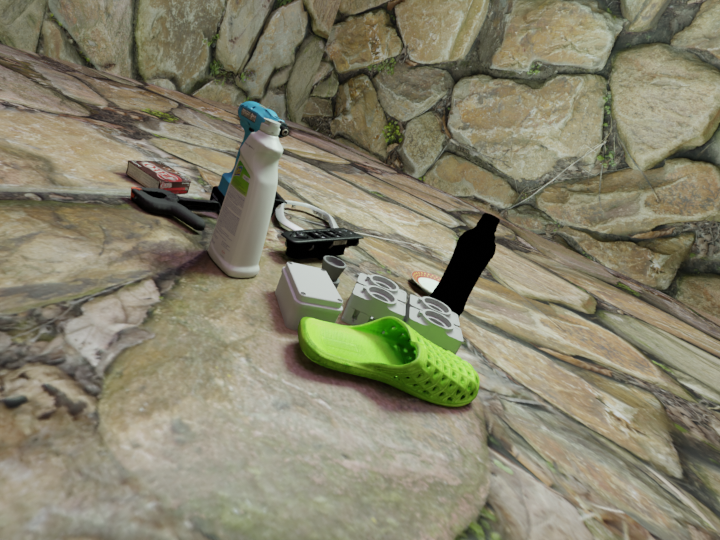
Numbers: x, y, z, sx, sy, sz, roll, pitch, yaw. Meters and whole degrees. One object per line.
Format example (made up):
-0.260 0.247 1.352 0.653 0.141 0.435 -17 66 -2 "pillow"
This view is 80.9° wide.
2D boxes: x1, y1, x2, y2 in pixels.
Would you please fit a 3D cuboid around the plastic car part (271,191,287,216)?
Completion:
-0.234 -0.163 1.005 0.063 0.070 0.123 7 24 -37 "plastic car part"

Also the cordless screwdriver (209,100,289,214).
-0.232 -0.221 0.897 0.071 0.247 0.168 3 28 -46 "cordless screwdriver"

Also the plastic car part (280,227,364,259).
-0.086 -0.057 0.884 0.070 0.066 0.193 36 25 34 "plastic car part"

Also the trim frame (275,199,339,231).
-0.129 -0.125 1.074 0.179 0.027 0.257 15 21 -16 "trim frame"
